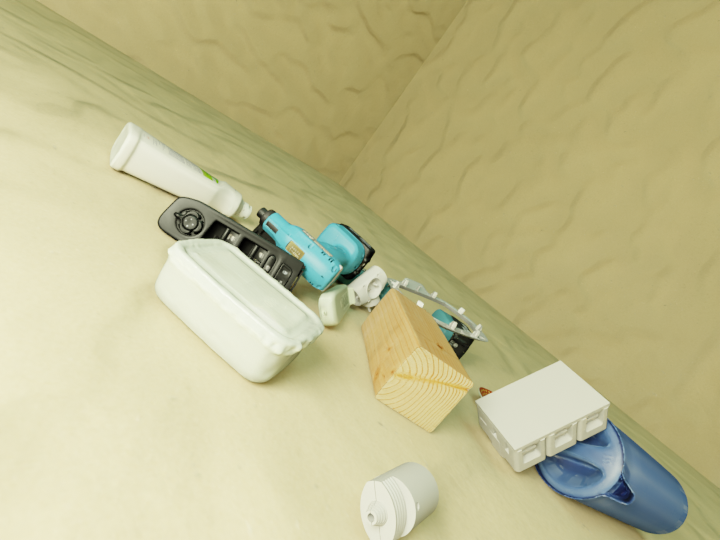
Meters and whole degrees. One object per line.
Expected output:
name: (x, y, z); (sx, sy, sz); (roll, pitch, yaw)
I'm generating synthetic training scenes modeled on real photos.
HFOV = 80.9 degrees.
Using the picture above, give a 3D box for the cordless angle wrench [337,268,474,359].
cordless angle wrench: (0.036, 0.043, 0.883); (0.422, 0.074, 0.098); (33, 12, -2)

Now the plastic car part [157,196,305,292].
plastic car part: (-0.179, -0.036, 0.592); (0.196, 0.066, 0.069); (32, 3, -18)

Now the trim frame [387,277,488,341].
trim frame: (0.156, 0.073, 0.848); (0.236, 0.027, 0.194); (20, 16, -35)

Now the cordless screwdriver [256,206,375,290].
cordless screwdriver: (-0.071, -0.047, 0.730); (0.163, 0.074, 0.242); (42, 14, 11)

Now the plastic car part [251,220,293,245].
plastic car part: (-0.136, -0.042, 0.771); (0.110, 0.067, 0.074); (31, 27, -42)
